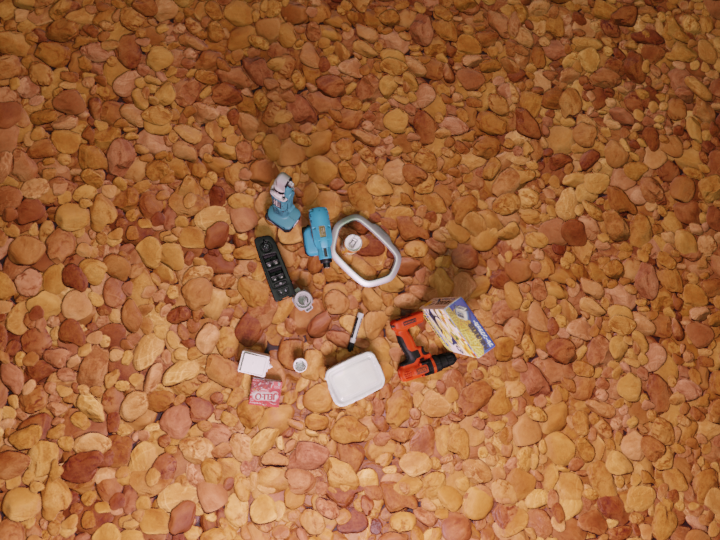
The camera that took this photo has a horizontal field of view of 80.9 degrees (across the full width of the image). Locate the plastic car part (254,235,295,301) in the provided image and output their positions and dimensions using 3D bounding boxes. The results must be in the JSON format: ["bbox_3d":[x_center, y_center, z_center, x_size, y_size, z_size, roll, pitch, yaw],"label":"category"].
[{"bbox_3d":[-0.259,-0.009,1.266,0.066,0.067,0.205,-21,84,-10],"label":"plastic car part"}]

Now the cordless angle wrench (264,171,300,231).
[{"bbox_3d":[-0.205,-0.184,1.116,0.097,0.425,0.074,36,80,-5],"label":"cordless angle wrench"}]

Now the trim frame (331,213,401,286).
[{"bbox_3d":[0.014,-0.062,1.317,0.249,0.027,0.183,43,81,2],"label":"trim frame"}]

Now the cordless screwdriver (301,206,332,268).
[{"bbox_3d":[-0.117,-0.076,1.196,0.073,0.250,0.160,-8,86,-11],"label":"cordless screwdriver"}]
